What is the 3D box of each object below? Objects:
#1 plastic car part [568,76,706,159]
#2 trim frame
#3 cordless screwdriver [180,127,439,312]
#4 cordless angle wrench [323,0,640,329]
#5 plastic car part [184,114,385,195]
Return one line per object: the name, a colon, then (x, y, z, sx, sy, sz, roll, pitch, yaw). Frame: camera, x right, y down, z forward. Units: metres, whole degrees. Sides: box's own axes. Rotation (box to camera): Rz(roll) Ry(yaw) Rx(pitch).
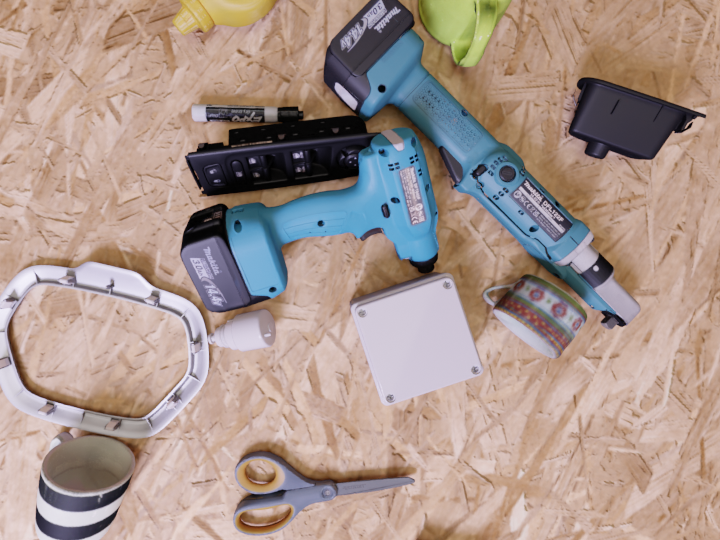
plastic car part: (0.273, -0.153, 0.451, 0.117, 0.066, 0.070, 18, 105, 2)
trim frame: (-0.289, 0.085, 0.463, 0.249, 0.027, 0.184, 14, 89, 2)
cordless screwdriver: (-0.042, -0.028, 0.431, 0.249, 0.077, 0.152, -20, 122, 2)
cordless angle wrench: (0.139, -0.098, 0.444, 0.421, 0.075, 0.098, 44, 89, -2)
plastic car part: (-0.073, -0.125, 0.448, 0.203, 0.064, 0.069, -4, 53, 1)
